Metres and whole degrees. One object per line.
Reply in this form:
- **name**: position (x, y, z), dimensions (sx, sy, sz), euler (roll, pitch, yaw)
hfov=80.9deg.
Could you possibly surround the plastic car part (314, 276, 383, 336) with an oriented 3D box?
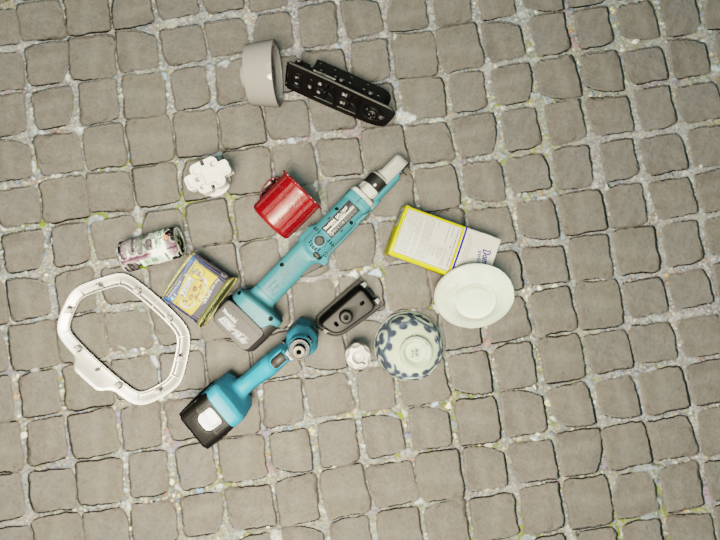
- **plastic car part**: position (-0.021, 0.071, 0.717), dimensions (0.116, 0.071, 0.066), euler (-38, 90, -6)

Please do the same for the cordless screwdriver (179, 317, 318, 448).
- **cordless screwdriver**: position (-0.169, 0.174, 0.668), dimensions (0.249, 0.160, 0.074), euler (-40, 94, -1)

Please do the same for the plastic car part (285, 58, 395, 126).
- **plastic car part**: position (-0.031, -0.317, 0.746), dimensions (0.204, 0.066, 0.067), euler (28, 62, 2)

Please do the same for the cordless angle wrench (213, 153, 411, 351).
- **cordless angle wrench**: position (-0.071, -0.046, 0.726), dimensions (0.098, 0.074, 0.422), euler (44, 85, -1)

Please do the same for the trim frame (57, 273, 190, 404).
- **trim frame**: position (-0.412, 0.119, 0.735), dimensions (0.248, 0.027, 0.184), euler (42, 89, 0)
